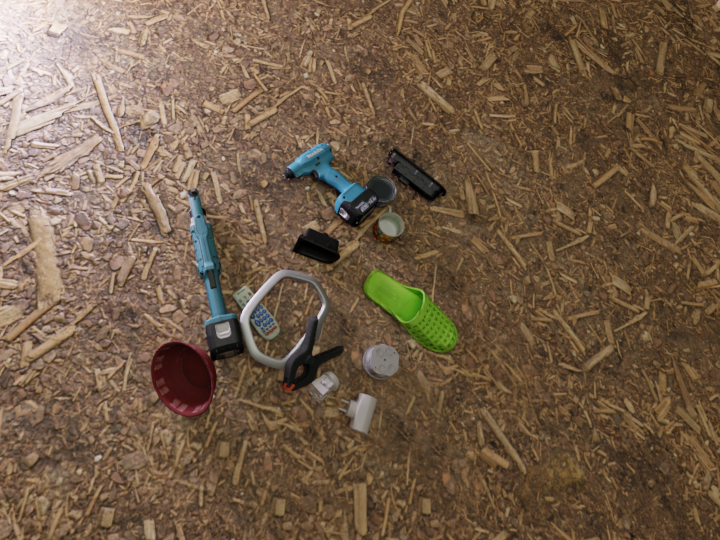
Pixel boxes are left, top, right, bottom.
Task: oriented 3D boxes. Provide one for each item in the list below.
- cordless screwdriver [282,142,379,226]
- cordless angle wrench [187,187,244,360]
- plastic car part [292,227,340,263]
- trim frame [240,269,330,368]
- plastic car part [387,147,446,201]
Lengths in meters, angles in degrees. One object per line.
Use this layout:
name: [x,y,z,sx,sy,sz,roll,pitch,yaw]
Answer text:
cordless screwdriver: [-0.082,-0.223,1.138,0.157,0.073,0.255,-38,77,-23]
cordless angle wrench: [-0.355,-0.010,0.990,0.073,0.097,0.436,-12,67,-19]
plastic car part: [-0.106,-0.069,1.080,0.115,0.066,0.072,19,52,-9]
trim frame: [-0.171,0.109,0.987,0.182,0.028,0.247,41,56,-7]
plastic car part: [0.155,-0.266,1.210,0.204,0.066,0.067,35,75,3]
